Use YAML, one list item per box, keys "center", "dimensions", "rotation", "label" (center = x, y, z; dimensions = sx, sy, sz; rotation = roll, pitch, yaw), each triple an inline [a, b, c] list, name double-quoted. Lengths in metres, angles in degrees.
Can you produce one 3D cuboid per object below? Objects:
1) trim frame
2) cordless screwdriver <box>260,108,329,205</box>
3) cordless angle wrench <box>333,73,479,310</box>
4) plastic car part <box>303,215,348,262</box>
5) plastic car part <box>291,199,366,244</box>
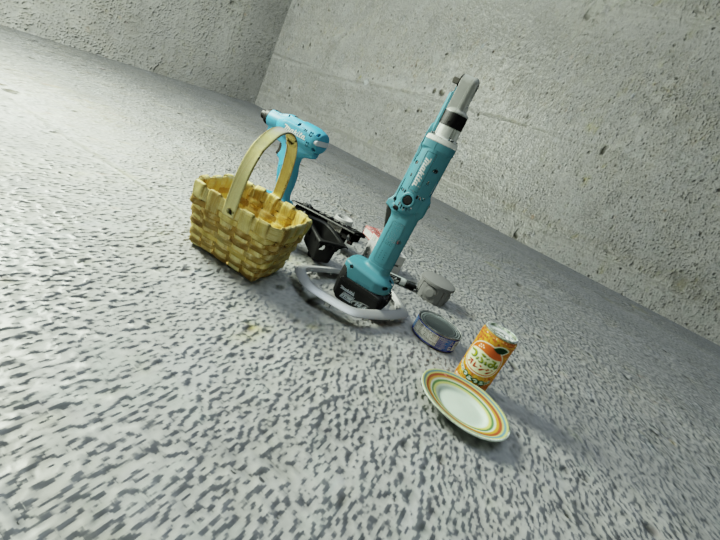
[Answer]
- center: [-0.014, 0.038, 0.786]
  dimensions: [0.236, 0.027, 0.195]
  rotation: [4, 28, -46]
  label: "trim frame"
- center: [-0.178, -0.198, 0.870]
  dimensions: [0.166, 0.247, 0.072]
  rotation: [34, 20, 21]
  label: "cordless screwdriver"
- center: [0.084, -0.119, 0.714]
  dimensions: [0.102, 0.421, 0.072]
  rotation: [33, 19, 18]
  label: "cordless angle wrench"
- center: [-0.086, -0.056, 0.879]
  dimensions: [0.063, 0.070, 0.123]
  rotation: [14, 22, -31]
  label: "plastic car part"
- center: [-0.088, -0.111, 1.024]
  dimensions: [0.212, 0.067, 0.064]
  rotation: [34, 20, 24]
  label: "plastic car part"
